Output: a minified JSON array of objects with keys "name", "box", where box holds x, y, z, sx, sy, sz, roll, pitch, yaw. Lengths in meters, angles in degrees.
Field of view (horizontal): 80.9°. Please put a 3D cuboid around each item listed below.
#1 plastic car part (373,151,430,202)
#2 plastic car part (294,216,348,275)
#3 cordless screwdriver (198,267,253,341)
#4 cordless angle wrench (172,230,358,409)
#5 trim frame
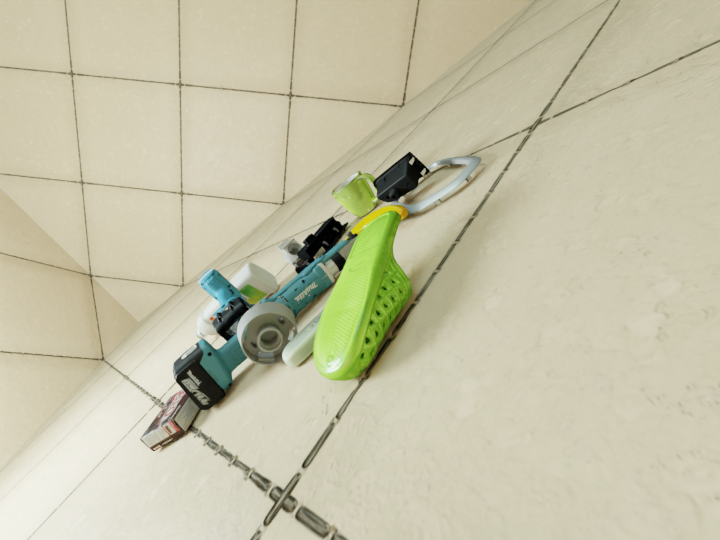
[{"name":"plastic car part","box":[0.079,-0.180,0.886,0.119,0.063,0.072,-33,31,35]},{"name":"plastic car part","box":[-0.102,-0.067,1.046,0.068,0.066,0.201,-33,14,51]},{"name":"cordless screwdriver","box":[-0.265,0.092,0.919,0.074,0.152,0.262,-45,32,-7]},{"name":"cordless angle wrench","box":[-0.148,0.071,0.784,0.419,0.096,0.077,-42,14,-18]},{"name":"trim frame","box":[0.146,-0.175,0.850,0.184,0.027,0.255,-42,16,0]}]
